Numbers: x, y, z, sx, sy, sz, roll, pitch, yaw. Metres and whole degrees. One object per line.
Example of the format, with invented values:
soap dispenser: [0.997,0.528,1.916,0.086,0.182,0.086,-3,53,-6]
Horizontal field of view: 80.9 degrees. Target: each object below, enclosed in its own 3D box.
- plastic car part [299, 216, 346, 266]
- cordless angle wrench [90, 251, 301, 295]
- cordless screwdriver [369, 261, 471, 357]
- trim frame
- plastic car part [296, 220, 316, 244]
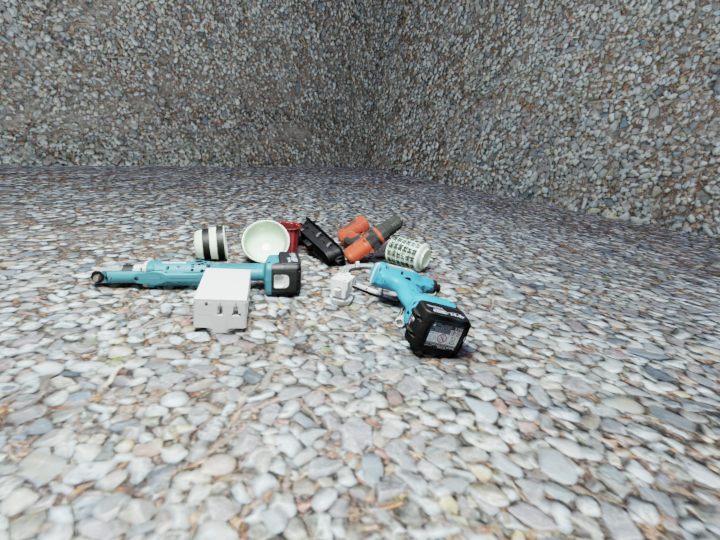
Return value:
plastic car part: [-0.112,-0.074,1.150,0.065,0.064,0.215,-21,41,-31]
cordless angle wrench: [-0.339,0.007,0.894,0.417,0.073,0.101,0,19,-9]
cordless screwdriver: [0.125,0.063,0.807,0.154,0.074,0.259,12,19,-20]
trim frame: [0.060,0.021,1.013,0.262,0.027,0.177,18,22,37]
plastic car part: [-0.173,-0.103,1.272,0.112,0.065,0.075,-12,39,-35]
